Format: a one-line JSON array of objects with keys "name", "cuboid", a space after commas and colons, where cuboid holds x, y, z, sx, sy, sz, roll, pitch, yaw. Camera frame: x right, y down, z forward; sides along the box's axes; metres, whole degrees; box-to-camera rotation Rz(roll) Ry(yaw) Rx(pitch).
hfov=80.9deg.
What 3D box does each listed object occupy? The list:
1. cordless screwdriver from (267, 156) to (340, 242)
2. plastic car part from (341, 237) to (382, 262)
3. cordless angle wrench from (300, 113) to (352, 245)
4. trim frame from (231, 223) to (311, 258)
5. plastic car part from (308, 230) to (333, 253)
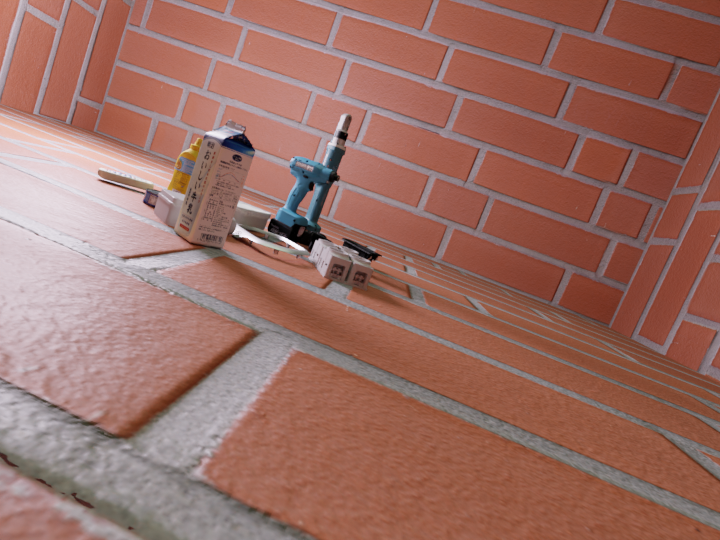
[{"name": "cordless screwdriver", "cuboid": [-0.167, -0.200, 1.242, 0.166, 0.248, 0.071, 24, 7, 22]}, {"name": "plastic car part", "cuboid": [-0.011, -0.040, 1.196, 0.123, 0.071, 0.062, 26, 9, 35]}, {"name": "cordless angle wrench", "cuboid": [-0.112, -0.284, 1.321, 0.070, 0.421, 0.104, 15, 9, -43]}, {"name": "trim frame", "cuboid": [-0.227, -0.073, 1.038, 0.175, 0.027, 0.263, 14, 10, -37]}, {"name": "plastic car part", "cuboid": [-0.117, -0.076, 1.193, 0.066, 0.067, 0.205, 20, 8, -7]}]
